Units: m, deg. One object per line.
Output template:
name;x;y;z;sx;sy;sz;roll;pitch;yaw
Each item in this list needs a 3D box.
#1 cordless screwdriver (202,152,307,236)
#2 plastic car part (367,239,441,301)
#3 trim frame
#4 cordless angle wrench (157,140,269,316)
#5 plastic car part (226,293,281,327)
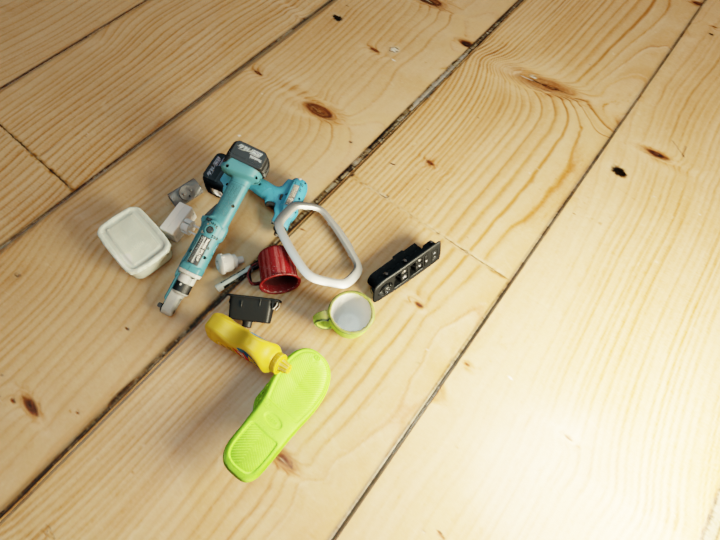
cordless screwdriver;-0.270;-0.186;1.050;0.251;0.073;0.160;19;68;4
plastic car part;0.093;-0.008;0.967;0.201;0.064;0.070;-38;62;-17
trim frame;-0.095;-0.062;0.973;0.178;0.027;0.258;-18;63;-37
cordless angle wrench;-0.338;-0.091;0.963;0.098;0.074;0.424;25;82;0
plastic car part;-0.237;0.090;0.924;0.117;0.065;0.072;3;79;3
